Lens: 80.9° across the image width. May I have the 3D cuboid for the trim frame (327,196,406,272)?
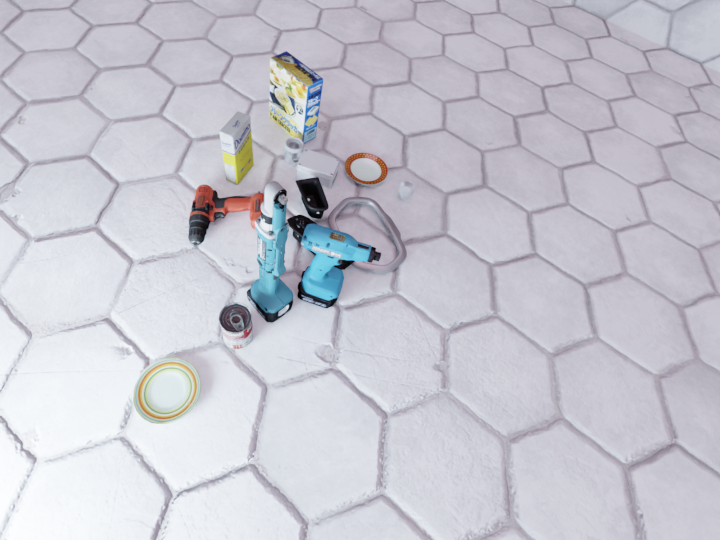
[{"bbox_3d":[0.019,-0.098,1.124,0.180,0.027,0.259,-20,62,-19],"label":"trim frame"}]

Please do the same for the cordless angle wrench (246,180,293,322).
[{"bbox_3d":[-0.173,-0.027,0.821,0.073,0.416,0.101,-35,73,-28],"label":"cordless angle wrench"}]

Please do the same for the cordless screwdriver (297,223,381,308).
[{"bbox_3d":[-0.056,-0.001,0.922,0.160,0.245,0.075,18,57,0],"label":"cordless screwdriver"}]

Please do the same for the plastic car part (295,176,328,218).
[{"bbox_3d":[-0.129,-0.184,1.134,0.064,0.070,0.121,-12,61,-17],"label":"plastic car part"}]

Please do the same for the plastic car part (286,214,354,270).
[{"bbox_3d":[-0.104,-0.068,1.065,0.210,0.066,0.065,41,61,17],"label":"plastic car part"}]
